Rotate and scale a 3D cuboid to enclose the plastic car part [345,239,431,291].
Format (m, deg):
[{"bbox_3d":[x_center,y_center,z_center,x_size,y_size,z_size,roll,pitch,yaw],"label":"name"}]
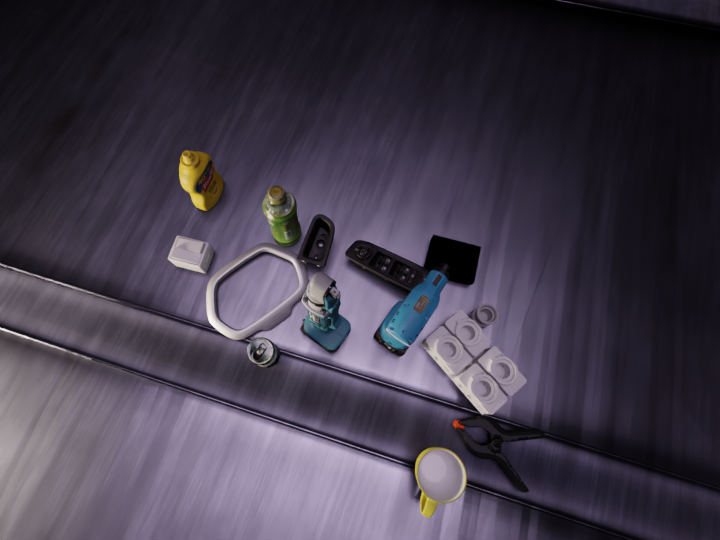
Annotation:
[{"bbox_3d":[0.063,-0.004,0.948,0.207,0.065,0.066,28,74,10],"label":"plastic car part"}]

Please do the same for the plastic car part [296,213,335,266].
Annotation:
[{"bbox_3d":[-0.095,-0.062,0.972,0.067,0.069,0.117,16,72,4],"label":"plastic car part"}]

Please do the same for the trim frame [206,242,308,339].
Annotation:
[{"bbox_3d":[-0.236,0.045,0.961,0.246,0.027,0.190,-37,73,-11],"label":"trim frame"}]

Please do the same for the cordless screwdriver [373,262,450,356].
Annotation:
[{"bbox_3d":[0.101,0.081,0.822,0.076,0.244,0.159,35,74,7],"label":"cordless screwdriver"}]

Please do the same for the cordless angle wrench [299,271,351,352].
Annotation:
[{"bbox_3d":[-0.064,0.072,0.740,0.100,0.415,0.074,35,74,7],"label":"cordless angle wrench"}]
